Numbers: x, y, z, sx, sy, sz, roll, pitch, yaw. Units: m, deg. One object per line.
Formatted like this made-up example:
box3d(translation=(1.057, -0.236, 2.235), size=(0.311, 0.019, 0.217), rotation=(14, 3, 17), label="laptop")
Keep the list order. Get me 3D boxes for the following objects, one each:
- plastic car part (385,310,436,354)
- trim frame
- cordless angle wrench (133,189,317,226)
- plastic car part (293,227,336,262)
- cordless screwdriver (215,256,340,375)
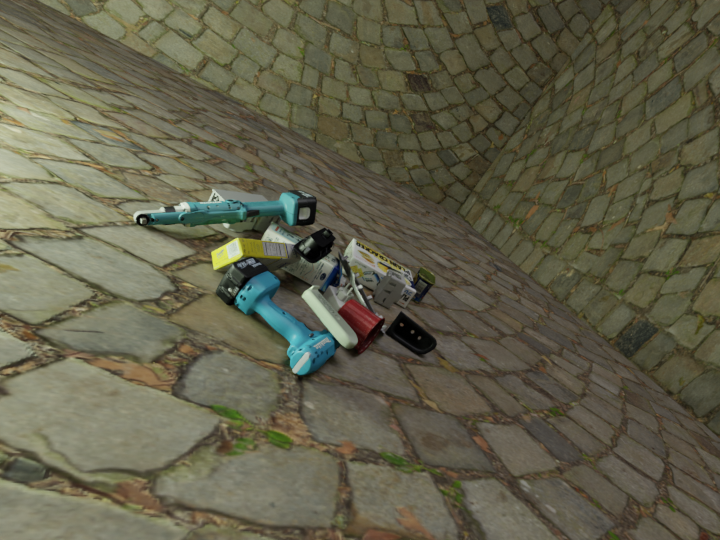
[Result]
box3d(translation=(0.126, 0.156, 1.049), size=(0.117, 0.066, 0.071), rotation=(36, 6, 1), label="plastic car part")
box3d(translation=(0.004, 0.051, 1.034), size=(0.174, 0.028, 0.260), rotation=(57, 5, -42), label="trim frame")
box3d(translation=(-0.298, -0.135, 0.977), size=(0.406, 0.073, 0.104), rotation=(-10, 27, -35), label="cordless angle wrench")
box3d(translation=(-0.097, -0.064, 0.995), size=(0.066, 0.068, 0.201), rotation=(50, 19, -3), label="plastic car part")
box3d(translation=(-0.146, 0.079, 0.810), size=(0.256, 0.074, 0.154), rotation=(41, 21, 15), label="cordless screwdriver")
